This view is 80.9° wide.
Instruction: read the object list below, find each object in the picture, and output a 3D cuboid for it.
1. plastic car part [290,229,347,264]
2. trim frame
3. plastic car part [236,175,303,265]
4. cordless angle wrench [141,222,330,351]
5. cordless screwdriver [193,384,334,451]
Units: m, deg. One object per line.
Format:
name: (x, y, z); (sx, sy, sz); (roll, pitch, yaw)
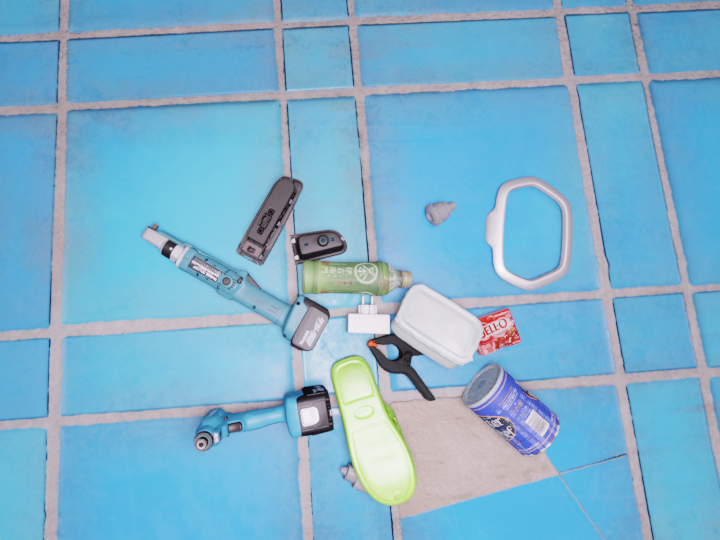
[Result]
plastic car part: (-0.085, -0.056, 0.873); (0.116, 0.070, 0.066); (-11, 85, -1)
trim frame: (0.364, -0.082, 0.909); (0.184, 0.027, 0.250); (6, 83, -1)
plastic car part: (-0.190, -0.115, 0.887); (0.067, 0.066, 0.203); (26, 79, 7)
cordless angle wrench: (-0.264, 0.023, 0.860); (0.428, 0.073, 0.098); (29, 82, 5)
cordless screwdriver: (-0.176, 0.277, 0.776); (0.247, 0.159, 0.075); (-9, 85, -6)
